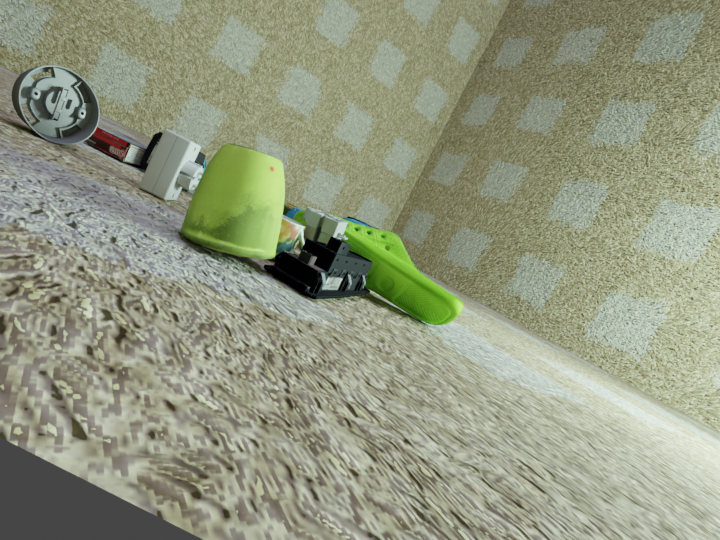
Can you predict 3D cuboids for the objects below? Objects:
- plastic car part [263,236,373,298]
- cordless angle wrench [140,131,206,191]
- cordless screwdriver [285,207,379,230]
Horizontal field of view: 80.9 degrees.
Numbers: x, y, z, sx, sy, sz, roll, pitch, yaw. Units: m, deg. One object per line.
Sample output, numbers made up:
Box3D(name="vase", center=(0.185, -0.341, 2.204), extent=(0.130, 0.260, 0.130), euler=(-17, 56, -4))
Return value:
Box3D(name="plastic car part", center=(-0.033, -0.004, 0.500), extent=(0.069, 0.067, 0.195), euler=(20, 0, 19))
Box3D(name="cordless angle wrench", center=(-0.313, -0.193, 0.921), extent=(0.099, 0.074, 0.417), euler=(28, 3, 4))
Box3D(name="cordless screwdriver", center=(-0.040, -0.081, 0.971), extent=(0.168, 0.074, 0.236), euler=(29, 14, 34))
